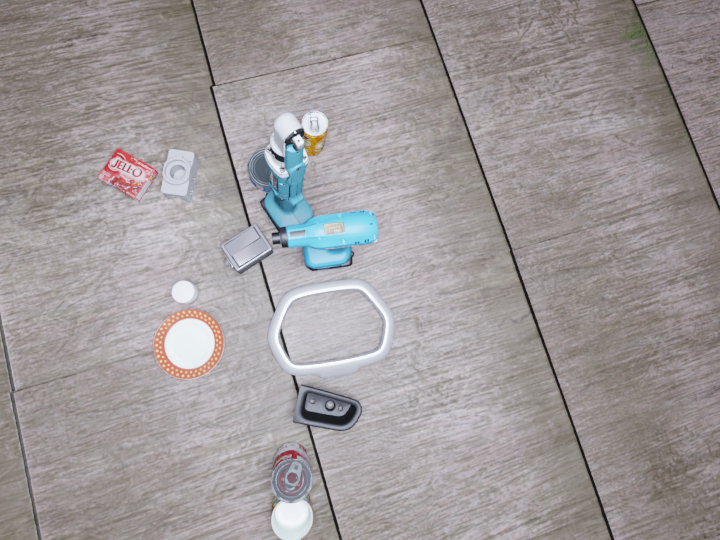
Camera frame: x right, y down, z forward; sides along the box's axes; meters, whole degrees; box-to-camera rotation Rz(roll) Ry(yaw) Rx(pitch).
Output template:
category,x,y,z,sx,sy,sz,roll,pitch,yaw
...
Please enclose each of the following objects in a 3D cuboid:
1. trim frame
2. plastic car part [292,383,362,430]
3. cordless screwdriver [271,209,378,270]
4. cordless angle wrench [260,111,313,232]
category,x,y,z,sx,sy,sz,roll,pitch,yaw
trim frame,-0.056,0.114,0.821,0.246,0.027,0.186,-10,81,-6
plastic car part,-0.061,0.251,0.776,0.116,0.071,0.066,13,81,-4
cordless screwdriver,-0.072,-0.047,0.735,0.157,0.249,0.075,-7,85,-9
cordless angle wrench,-0.114,-0.138,0.659,0.074,0.424,0.098,-34,90,-11
